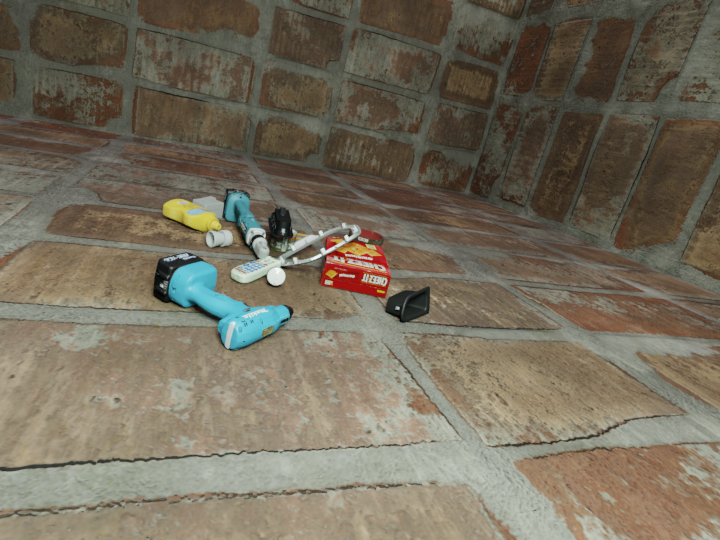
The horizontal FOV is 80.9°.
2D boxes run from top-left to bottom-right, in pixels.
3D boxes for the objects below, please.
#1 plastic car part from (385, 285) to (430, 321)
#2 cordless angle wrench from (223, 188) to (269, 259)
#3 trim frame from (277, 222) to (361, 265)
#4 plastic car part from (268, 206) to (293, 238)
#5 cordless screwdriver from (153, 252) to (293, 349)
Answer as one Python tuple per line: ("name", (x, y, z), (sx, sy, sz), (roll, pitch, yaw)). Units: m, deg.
("plastic car part", (0.100, 0.073, 0.960), (0.075, 0.065, 0.112), (9, 15, 43))
("cordless angle wrench", (-0.330, -0.136, 1.235), (0.071, 0.097, 0.446), (7, 22, -30))
("trim frame", (-0.109, -0.071, 1.112), (0.244, 0.027, 0.193), (-33, 23, -25))
("plastic car part", (-0.219, -0.138, 1.187), (0.064, 0.066, 0.210), (13, 21, -18))
("cordless screwdriver", (-0.253, 0.048, 0.781), (0.261, 0.073, 0.153), (27, 22, 26))
